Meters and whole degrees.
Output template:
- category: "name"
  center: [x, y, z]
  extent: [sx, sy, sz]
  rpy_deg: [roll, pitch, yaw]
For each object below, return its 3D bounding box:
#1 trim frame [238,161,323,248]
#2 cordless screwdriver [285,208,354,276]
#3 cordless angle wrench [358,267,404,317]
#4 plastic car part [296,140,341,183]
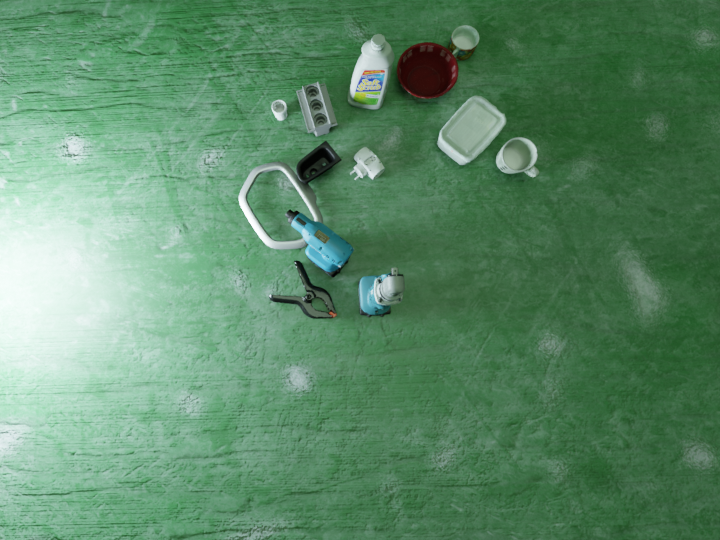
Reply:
- category: "trim frame"
  center: [-0.206, -0.168, 1.100]
  extent: [0.183, 0.027, 0.253]
  rpy_deg: [-34, 81, -4]
- category: "cordless screwdriver"
  center: [-0.095, -0.062, 0.967]
  extent: [0.161, 0.246, 0.074]
  rpy_deg: [38, 83, 3]
- category: "cordless angle wrench"
  center: [0.044, 0.045, 0.856]
  extent: [0.074, 0.419, 0.099]
  rpy_deg: [-2, 84, -3]
- category: "plastic car part"
  center: [-0.115, -0.267, 1.092]
  extent: [0.116, 0.070, 0.067]
  rpy_deg: [-38, 84, -5]
